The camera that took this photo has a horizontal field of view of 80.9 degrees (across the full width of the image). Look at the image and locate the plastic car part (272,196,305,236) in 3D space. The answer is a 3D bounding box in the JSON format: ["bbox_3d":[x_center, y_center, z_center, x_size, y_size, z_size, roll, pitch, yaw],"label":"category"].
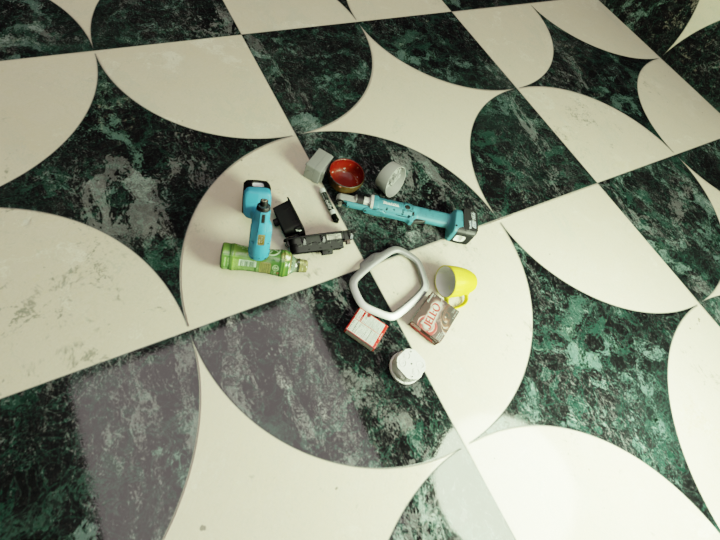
[{"bbox_3d":[-0.206,-0.139,1.174,0.070,0.064,0.121,-27,68,-11],"label":"plastic car part"}]

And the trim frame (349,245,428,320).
[{"bbox_3d":[0.081,0.030,1.158,0.244,0.027,0.189,-37,76,-27],"label":"trim frame"}]

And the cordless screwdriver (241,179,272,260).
[{"bbox_3d":[-0.258,-0.158,1.072,0.072,0.156,0.260,2,36,-18],"label":"cordless screwdriver"}]

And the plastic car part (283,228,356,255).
[{"bbox_3d":[-0.113,-0.074,1.159,0.198,0.068,0.067,-4,90,-17],"label":"plastic car part"}]

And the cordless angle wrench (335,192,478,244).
[{"bbox_3d":[0.133,-0.172,1.262,0.420,0.073,0.100,12,60,-4],"label":"cordless angle wrench"}]
